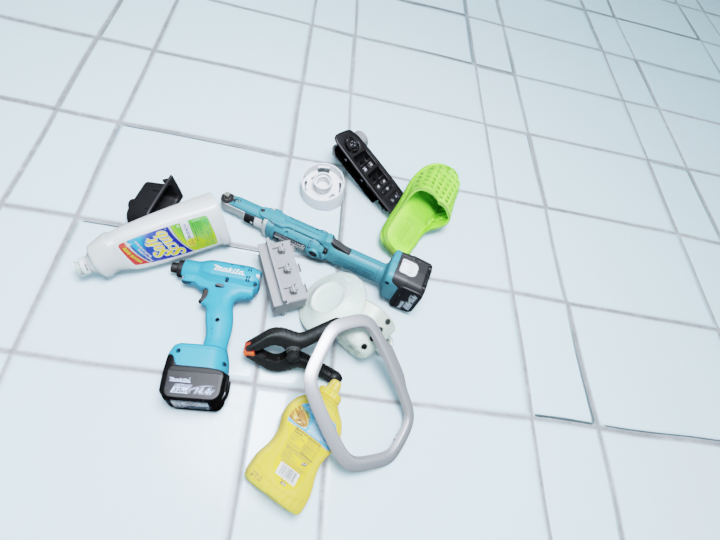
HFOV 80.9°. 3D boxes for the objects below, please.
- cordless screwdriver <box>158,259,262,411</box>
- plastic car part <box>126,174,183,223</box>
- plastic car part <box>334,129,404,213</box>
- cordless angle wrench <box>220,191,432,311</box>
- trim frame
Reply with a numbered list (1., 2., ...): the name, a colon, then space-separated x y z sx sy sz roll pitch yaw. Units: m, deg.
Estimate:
1. cordless screwdriver: -0.264 0.091 0.690 0.159 0.073 0.254 9 56 -3
2. plastic car part: -0.397 -0.123 0.793 0.073 0.064 0.117 17 61 12
3. plastic car part: 0.012 -0.213 0.913 0.065 0.069 0.199 -42 102 -23
4. cordless angle wrench: -0.079 -0.052 0.809 0.428 0.096 0.075 24 59 6
5. trim frame: 0.004 0.190 0.660 0.180 0.028 0.246 -30 98 -33
